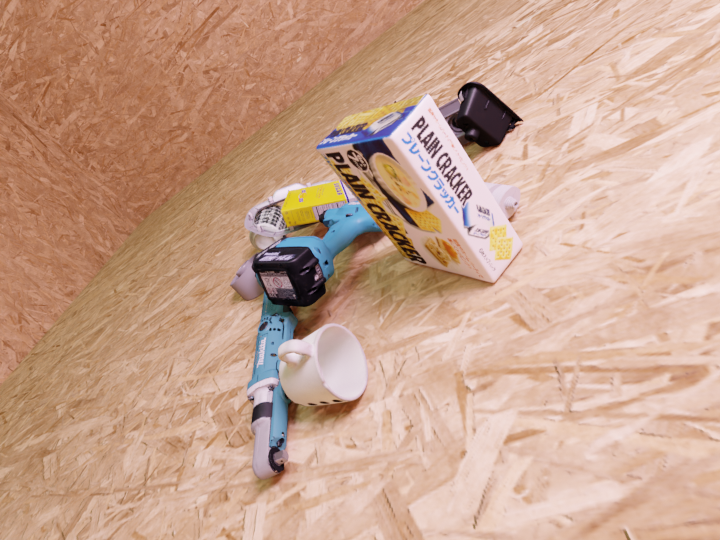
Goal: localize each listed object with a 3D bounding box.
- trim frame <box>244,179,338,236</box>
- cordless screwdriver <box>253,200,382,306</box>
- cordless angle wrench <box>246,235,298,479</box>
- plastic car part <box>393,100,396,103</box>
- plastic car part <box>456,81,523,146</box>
[{"bbox_3d":[-0.138,-0.143,0.932,0.247,0.026,0.194,-23,38,-7],"label":"trim frame"},{"bbox_3d":[-0.066,-0.043,0.679,0.167,0.072,0.244,3,33,41],"label":"cordless screwdriver"},{"bbox_3d":[-0.125,0.097,0.628,0.099,0.071,0.438,-32,32,14],"label":"cordless angle wrench"},{"bbox_3d":[0.086,-0.288,0.882,0.069,0.063,0.204,2,43,20],"label":"plastic car part"},{"bbox_3d":[0.191,-0.237,0.674,0.069,0.111,0.071,7,77,57],"label":"plastic car part"}]
